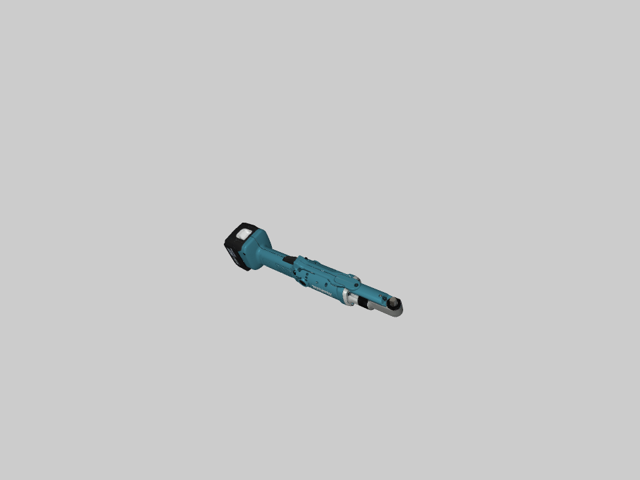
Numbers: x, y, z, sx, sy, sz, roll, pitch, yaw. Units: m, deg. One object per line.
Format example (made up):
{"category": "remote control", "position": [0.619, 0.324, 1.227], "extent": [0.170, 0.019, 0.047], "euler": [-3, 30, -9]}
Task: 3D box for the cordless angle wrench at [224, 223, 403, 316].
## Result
{"category": "cordless angle wrench", "position": [-0.023, 0.066, 0.859], "extent": [0.423, 0.074, 0.098], "euler": [20, -34, 34]}
